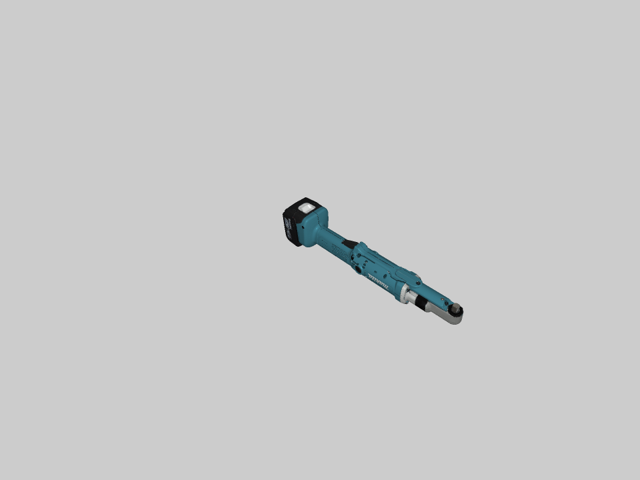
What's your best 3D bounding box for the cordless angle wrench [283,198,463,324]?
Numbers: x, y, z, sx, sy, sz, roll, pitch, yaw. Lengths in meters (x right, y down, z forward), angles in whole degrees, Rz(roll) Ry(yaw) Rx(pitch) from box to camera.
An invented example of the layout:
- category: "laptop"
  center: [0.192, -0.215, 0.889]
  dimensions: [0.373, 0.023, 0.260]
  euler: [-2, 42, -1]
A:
- category: "cordless angle wrench"
  center: [0.091, 0.042, 0.836]
  dimensions: [0.074, 0.098, 0.423]
  euler: [-35, 49, -29]
